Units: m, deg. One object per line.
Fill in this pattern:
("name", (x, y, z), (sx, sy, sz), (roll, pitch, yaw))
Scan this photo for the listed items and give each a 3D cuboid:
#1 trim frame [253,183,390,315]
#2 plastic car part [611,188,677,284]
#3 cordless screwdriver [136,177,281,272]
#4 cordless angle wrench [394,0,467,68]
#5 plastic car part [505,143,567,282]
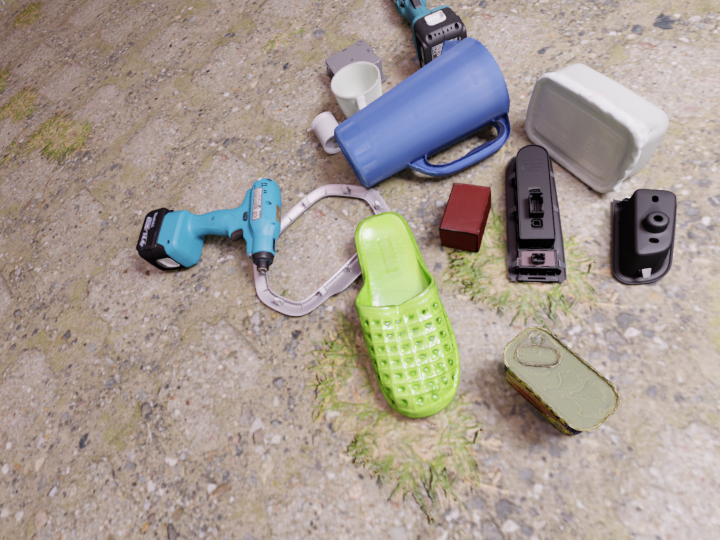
("trim frame", (-0.064, -0.042, 0.658), (0.247, 0.026, 0.194), (-43, 58, -8))
("plastic car part", (0.334, -0.048, 0.490), (0.069, 0.067, 0.117), (9, 64, 24))
("cordless screwdriver", (-0.244, -0.051, 0.691), (0.255, 0.070, 0.164), (-13, 59, 17))
("cordless angle wrench", (0.099, -0.527, 0.829), (0.075, 0.093, 0.440), (-20, 54, 7))
("plastic car part", (0.226, -0.087, 0.558), (0.069, 0.063, 0.207), (-5, 59, 24))
